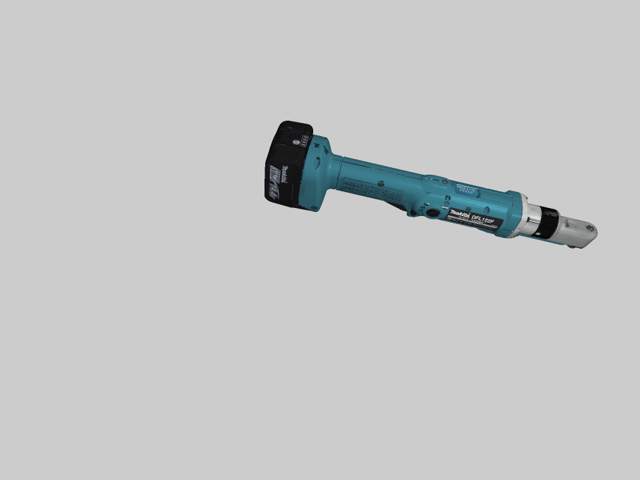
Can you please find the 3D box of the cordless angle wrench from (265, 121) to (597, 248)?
[{"bbox_3d":[0.143,-0.053,0.542,0.423,0.074,0.098,13,-35,1],"label":"cordless angle wrench"}]
